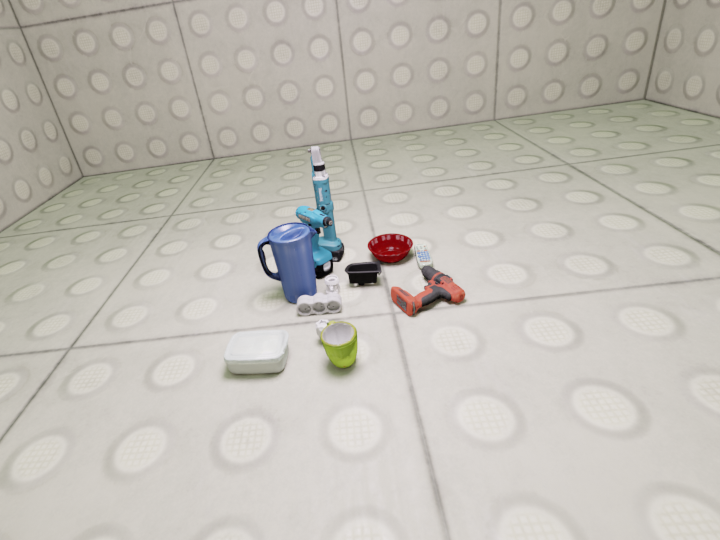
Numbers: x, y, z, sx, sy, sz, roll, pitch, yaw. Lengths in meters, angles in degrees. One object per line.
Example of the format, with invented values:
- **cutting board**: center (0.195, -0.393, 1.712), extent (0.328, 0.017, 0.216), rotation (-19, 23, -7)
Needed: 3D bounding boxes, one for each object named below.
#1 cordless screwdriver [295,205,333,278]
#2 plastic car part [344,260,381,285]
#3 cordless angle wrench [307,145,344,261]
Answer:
- **cordless screwdriver**: center (-0.139, -0.091, 1.424), extent (0.072, 0.241, 0.168), rotation (-28, 36, -34)
- **plastic car part**: center (0.009, 0.015, 1.377), extent (0.117, 0.068, 0.068), rotation (-6, 30, 4)
- **cordless angle wrench**: center (-0.127, -0.228, 1.481), extent (0.100, 0.409, 0.075), rotation (2, 30, 14)
